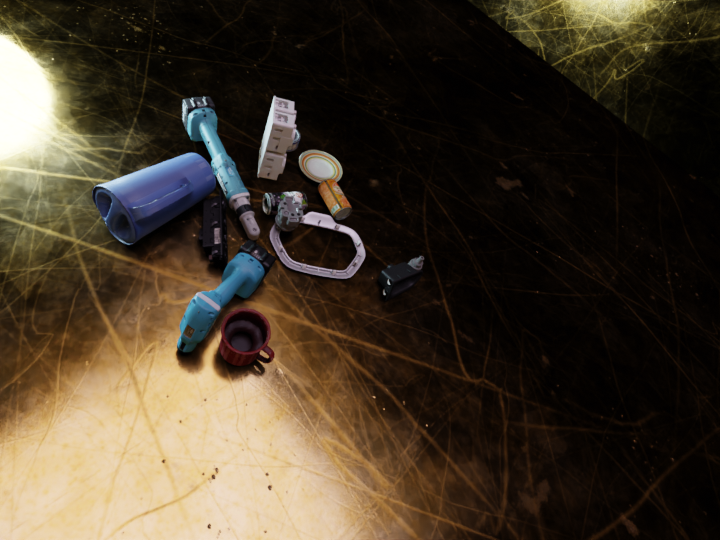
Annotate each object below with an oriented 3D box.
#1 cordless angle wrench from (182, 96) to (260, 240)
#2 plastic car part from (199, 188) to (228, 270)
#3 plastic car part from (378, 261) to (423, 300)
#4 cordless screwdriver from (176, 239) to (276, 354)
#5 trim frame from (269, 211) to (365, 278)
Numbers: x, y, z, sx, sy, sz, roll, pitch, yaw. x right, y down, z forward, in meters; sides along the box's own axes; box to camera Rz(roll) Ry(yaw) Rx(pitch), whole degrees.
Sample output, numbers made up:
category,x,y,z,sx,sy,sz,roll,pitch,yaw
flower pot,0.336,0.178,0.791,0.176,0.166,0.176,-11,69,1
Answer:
category,x,y,z,sx,sy,sz,roll,pitch,yaw
cordless angle wrench,-0.342,-0.256,1.056,0.072,0.098,0.437,-17,67,-29
plastic car part,-0.331,-0.095,0.962,0.067,0.064,0.210,-9,58,1
plastic car part,0.090,0.015,1.048,0.113,0.065,0.074,-24,55,-38
cordless screwdriver,-0.271,0.053,0.841,0.074,0.159,0.249,35,34,-4
trim frame,-0.103,-0.067,1.049,0.243,0.027,0.190,10,52,-13
